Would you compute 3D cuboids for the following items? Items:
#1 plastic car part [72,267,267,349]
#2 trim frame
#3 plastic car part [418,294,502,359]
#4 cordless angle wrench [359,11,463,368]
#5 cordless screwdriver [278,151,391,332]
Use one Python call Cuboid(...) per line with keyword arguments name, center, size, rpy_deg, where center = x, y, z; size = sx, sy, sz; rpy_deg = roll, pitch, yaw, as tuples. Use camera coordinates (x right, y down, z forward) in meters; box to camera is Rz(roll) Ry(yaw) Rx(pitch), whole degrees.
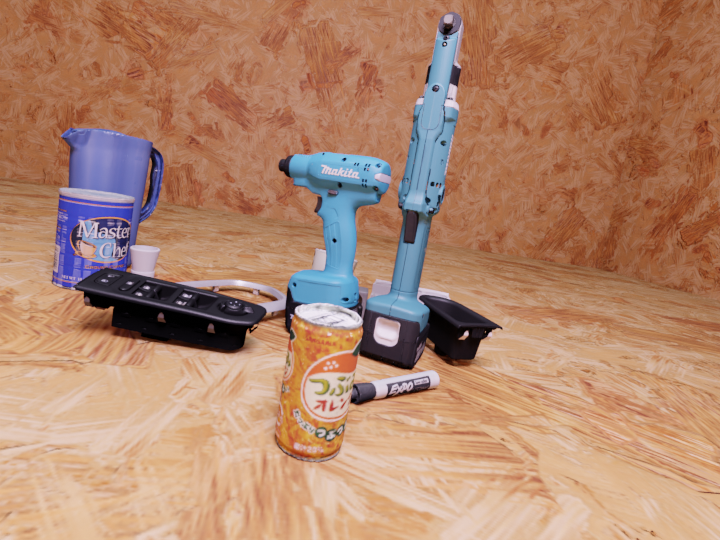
Cuboid(name="plastic car part", center=(-0.210, 0.049, 0.478), size=(0.202, 0.066, 0.067), rpy_deg=(9, 8, -2))
Cuboid(name="trim frame", center=(-0.211, 0.041, 0.639), size=(0.193, 0.027, 0.238), rpy_deg=(15, 11, 30))
Cuboid(name="plastic car part", center=(0.121, 0.083, 0.576), size=(0.064, 0.070, 0.121), rpy_deg=(6, 9, -22))
Cuboid(name="cordless angle wrench", center=(0.075, -0.096, 0.528), size=(0.077, 0.420, 0.095), rpy_deg=(12, 8, 20))
Cuboid(name="cordless screwdriver", center=(-0.057, -0.037, 0.582), size=(0.166, 0.247, 0.072), rpy_deg=(13, 8, 24))
